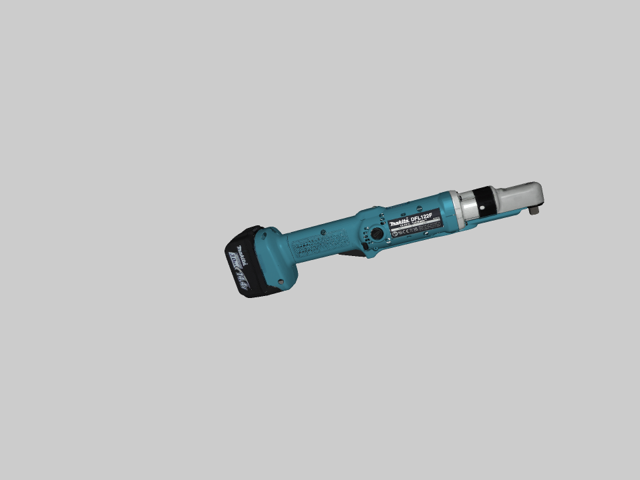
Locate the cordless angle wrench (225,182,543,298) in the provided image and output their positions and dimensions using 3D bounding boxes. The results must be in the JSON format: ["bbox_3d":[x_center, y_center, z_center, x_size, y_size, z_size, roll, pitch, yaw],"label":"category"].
[{"bbox_3d":[0.078,-0.013,0.583,0.423,0.098,0.074,-14,13,14],"label":"cordless angle wrench"}]
